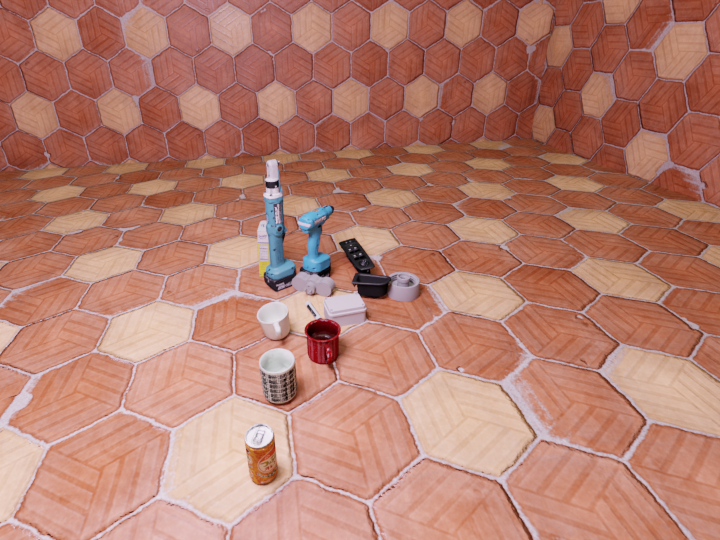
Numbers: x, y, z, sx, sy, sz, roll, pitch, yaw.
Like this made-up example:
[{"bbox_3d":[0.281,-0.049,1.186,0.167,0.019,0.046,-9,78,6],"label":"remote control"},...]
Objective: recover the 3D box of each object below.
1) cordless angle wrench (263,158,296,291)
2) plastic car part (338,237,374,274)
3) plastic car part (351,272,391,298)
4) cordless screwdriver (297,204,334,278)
[{"bbox_3d":[-0.264,-0.137,1.319,0.095,0.412,0.079,-19,33,-33],"label":"cordless angle wrench"},{"bbox_3d":[-0.014,-0.042,1.490,0.065,0.065,0.213,-11,31,-19],"label":"plastic car part"},{"bbox_3d":[0.035,0.053,1.316,0.119,0.069,0.066,7,29,13],"label":"plastic car part"},{"bbox_3d":[-0.137,-0.090,1.401,0.078,0.242,0.156,17,32,28],"label":"cordless screwdriver"}]
